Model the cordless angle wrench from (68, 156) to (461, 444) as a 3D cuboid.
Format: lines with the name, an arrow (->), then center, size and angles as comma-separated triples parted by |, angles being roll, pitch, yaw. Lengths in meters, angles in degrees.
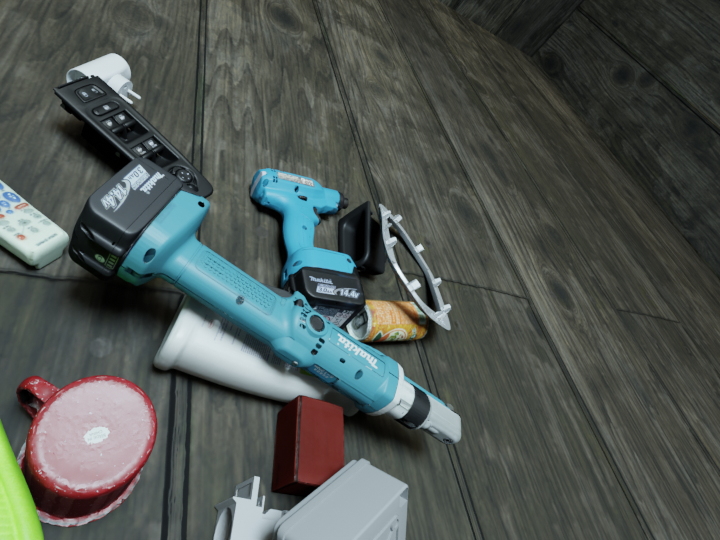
cordless angle wrench -> -0.058, 0.059, 0.406 | 0.412, 0.075, 0.099 | 36, 39, -14

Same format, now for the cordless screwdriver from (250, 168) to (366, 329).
cordless screwdriver -> -0.057, -0.038, 0.587 | 0.152, 0.074, 0.260 | 7, 47, -33

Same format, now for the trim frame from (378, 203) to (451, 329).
trim frame -> 0.077, -0.015, 0.632 | 0.178, 0.028, 0.254 | 48, 20, -21

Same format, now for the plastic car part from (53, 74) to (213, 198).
plastic car part -> -0.278, -0.145, 0.522 | 0.200, 0.068, 0.066 | 40, 33, -7

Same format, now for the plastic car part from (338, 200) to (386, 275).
plastic car part -> 0.010, -0.036, 0.650 | 0.067, 0.067, 0.120 | 30, 42, -35
